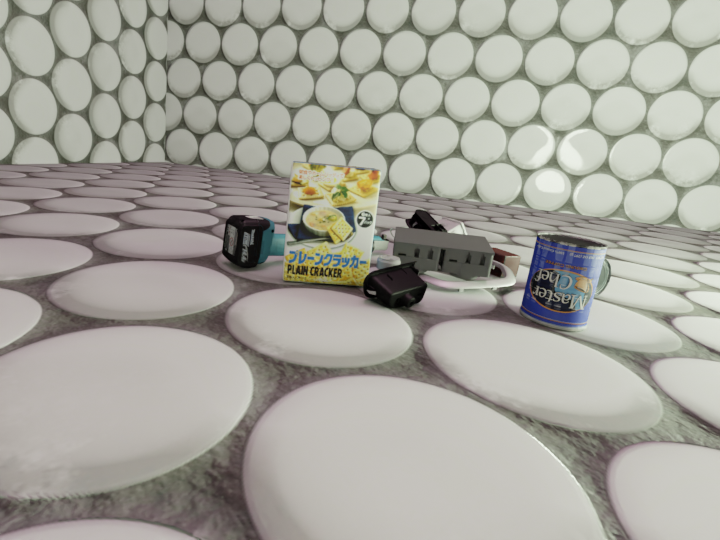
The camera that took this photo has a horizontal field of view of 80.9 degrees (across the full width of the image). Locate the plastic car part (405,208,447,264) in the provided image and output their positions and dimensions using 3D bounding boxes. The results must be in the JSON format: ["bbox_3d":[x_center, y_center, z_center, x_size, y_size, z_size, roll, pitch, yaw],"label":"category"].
[{"bbox_3d":[0.180,-0.091,1.062,0.064,0.065,0.214,-9,38,-23],"label":"plastic car part"}]

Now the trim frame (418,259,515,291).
[{"bbox_3d":[0.204,0.000,0.893,0.243,0.027,0.192,-5,24,-16],"label":"trim frame"}]

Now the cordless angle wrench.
[{"bbox_3d":[-0.091,-0.060,0.932,0.403,0.097,0.079,-1,16,-40],"label":"cordless angle wrench"}]

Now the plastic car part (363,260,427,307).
[{"bbox_3d":[0.066,0.034,0.710,0.112,0.065,0.075,-12,37,-41],"label":"plastic car part"}]
